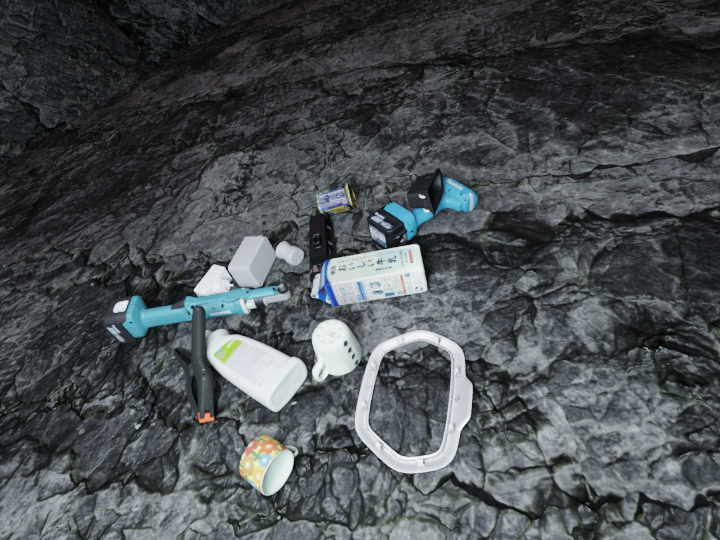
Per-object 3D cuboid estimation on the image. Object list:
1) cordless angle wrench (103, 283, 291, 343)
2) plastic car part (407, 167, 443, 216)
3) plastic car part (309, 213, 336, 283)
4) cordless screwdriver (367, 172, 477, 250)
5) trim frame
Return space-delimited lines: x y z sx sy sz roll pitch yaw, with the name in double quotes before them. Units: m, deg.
"cordless angle wrench" -0.363 0.084 0.959 0.427 0.094 0.077 -10 45 7
"plastic car part" 0.138 -0.176 0.938 0.074 0.063 0.117 -4 39 27
"plastic car part" -0.099 -0.065 1.011 0.067 0.064 0.210 -19 42 12
"cordless screwdriver" 0.127 -0.149 0.994 0.246 0.071 0.168 -30 45 -13
"trim frame" 0.089 0.205 0.708 0.191 0.026 0.251 2 48 21
